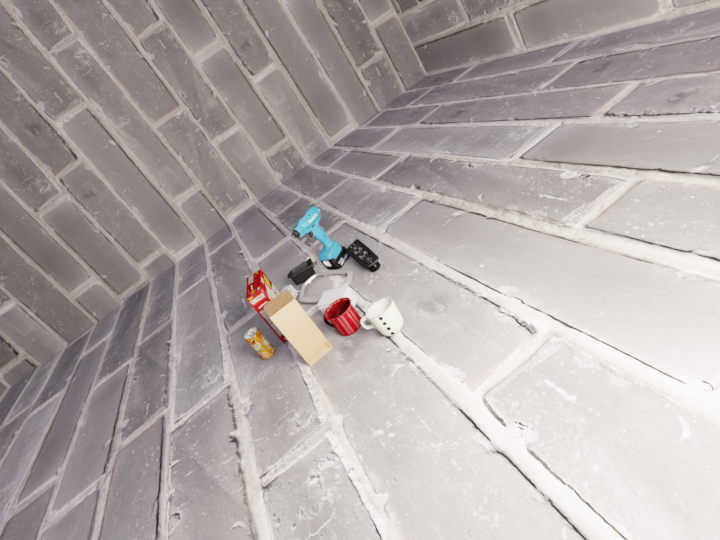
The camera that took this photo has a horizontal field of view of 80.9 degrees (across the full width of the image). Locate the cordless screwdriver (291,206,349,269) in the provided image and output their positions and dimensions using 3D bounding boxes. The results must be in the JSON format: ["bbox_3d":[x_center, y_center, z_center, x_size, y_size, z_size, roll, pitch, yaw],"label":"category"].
[{"bbox_3d":[-0.157,-0.103,1.603,0.077,0.239,0.158,-9,35,46],"label":"cordless screwdriver"}]

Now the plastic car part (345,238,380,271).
[{"bbox_3d":[0.014,-0.046,1.510,0.066,0.064,0.212,-38,27,-5],"label":"plastic car part"}]

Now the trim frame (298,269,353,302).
[{"bbox_3d":[-0.131,0.054,1.558,0.259,0.026,0.184,-7,38,43],"label":"trim frame"}]

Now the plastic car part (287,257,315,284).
[{"bbox_3d":[-0.226,0.015,1.683,0.117,0.068,0.068,-34,25,3],"label":"plastic car part"}]
